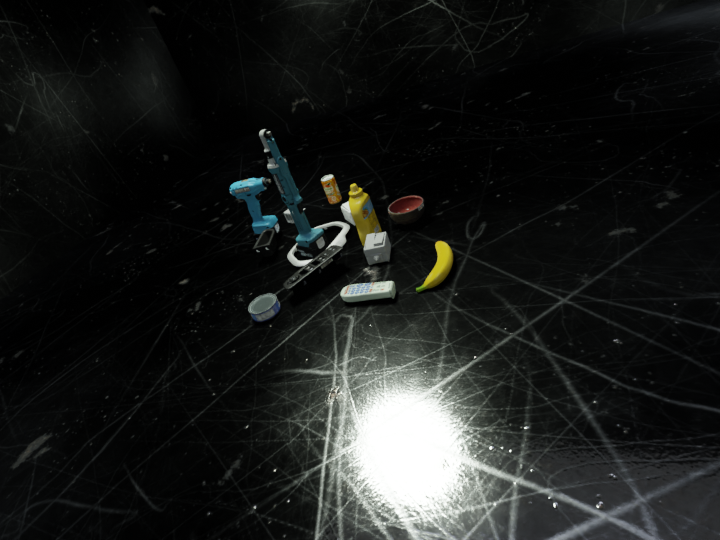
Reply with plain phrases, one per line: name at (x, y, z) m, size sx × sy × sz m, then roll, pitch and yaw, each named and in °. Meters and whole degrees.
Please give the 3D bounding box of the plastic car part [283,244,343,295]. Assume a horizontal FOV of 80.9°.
plastic car part at (-0.132, 0.004, 1.209) m, size 0.200 × 0.064 × 0.070 m, roll -35°, pitch 32°, yaw -19°

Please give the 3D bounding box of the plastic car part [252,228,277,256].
plastic car part at (-0.320, -0.090, 1.474) m, size 0.067 × 0.068 × 0.118 m, roll -13°, pitch 31°, yaw 16°

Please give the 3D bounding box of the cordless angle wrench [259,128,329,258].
cordless angle wrench at (-0.212, -0.229, 1.288) m, size 0.103 × 0.406 × 0.073 m, roll 11°, pitch 41°, yaw 45°

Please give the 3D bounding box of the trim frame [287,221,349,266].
trim frame at (-0.136, -0.089, 1.393) m, size 0.193 × 0.026 × 0.246 m, roll 3°, pitch 39°, yaw 36°

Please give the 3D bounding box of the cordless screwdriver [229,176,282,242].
cordless screwdriver at (-0.354, -0.220, 1.531) m, size 0.164 × 0.239 × 0.075 m, roll -8°, pitch 31°, yaw 24°
